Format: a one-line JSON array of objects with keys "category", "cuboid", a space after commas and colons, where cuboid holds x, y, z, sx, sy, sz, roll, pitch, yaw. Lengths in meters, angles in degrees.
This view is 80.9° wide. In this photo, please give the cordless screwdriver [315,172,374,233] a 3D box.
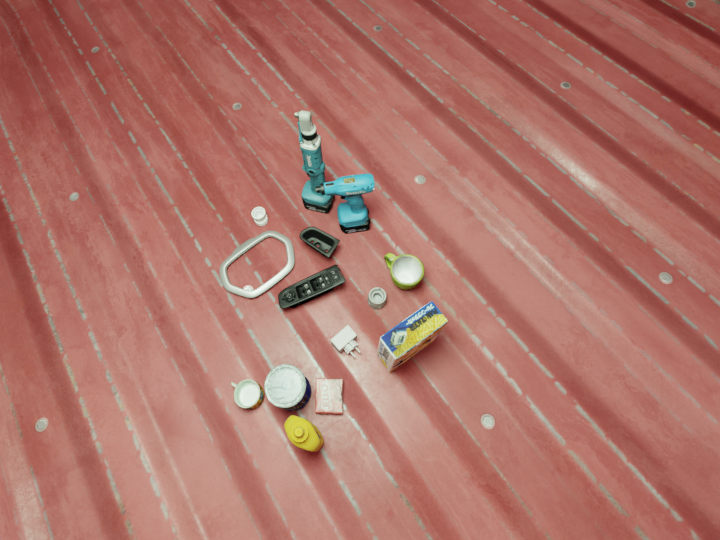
[{"category": "cordless screwdriver", "cuboid": [-0.043, -0.194, 1.242, 0.159, 0.242, 0.076, -6, 68, -1]}]

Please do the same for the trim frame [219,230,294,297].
[{"category": "trim frame", "cuboid": [-0.317, -0.023, 1.306, 0.246, 0.027, 0.191, -40, 69, -13]}]

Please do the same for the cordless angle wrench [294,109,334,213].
[{"category": "cordless angle wrench", "cuboid": [-0.134, -0.301, 1.205, 0.099, 0.411, 0.075, 15, 69, 6]}]

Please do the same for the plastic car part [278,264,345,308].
[{"category": "plastic car part", "cuboid": [-0.145, 0.055, 1.235, 0.202, 0.065, 0.069, -23, 68, -6]}]

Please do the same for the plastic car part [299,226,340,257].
[{"category": "plastic car part", "cuboid": [-0.126, -0.083, 1.293, 0.120, 0.069, 0.066, 30, 71, 15]}]
